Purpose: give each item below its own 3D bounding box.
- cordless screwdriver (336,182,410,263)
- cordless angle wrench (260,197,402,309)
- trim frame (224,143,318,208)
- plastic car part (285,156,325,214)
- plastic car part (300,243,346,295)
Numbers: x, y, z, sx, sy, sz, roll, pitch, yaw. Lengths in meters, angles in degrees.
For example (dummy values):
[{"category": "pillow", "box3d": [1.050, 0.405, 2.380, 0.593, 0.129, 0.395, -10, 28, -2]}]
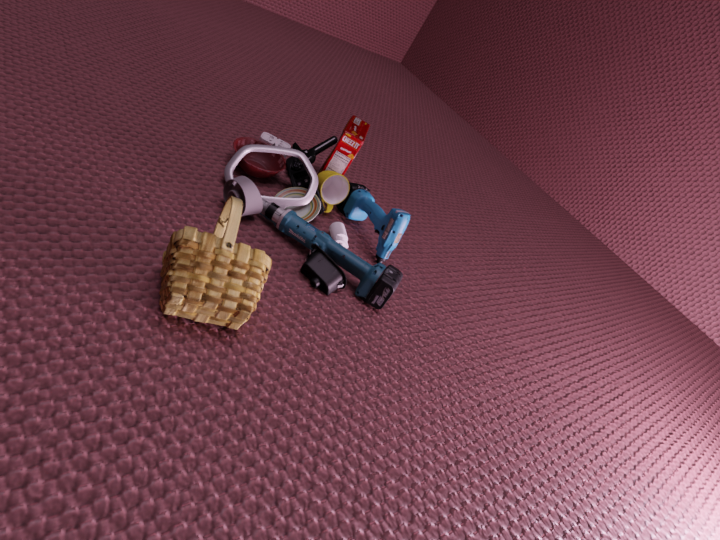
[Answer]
[{"category": "cordless screwdriver", "box3d": [0.023, -0.140, 1.199, 0.071, 0.158, 0.263, 5, 28, -41]}, {"category": "cordless angle wrench", "box3d": [-0.101, -0.066, 1.029, 0.431, 0.097, 0.073, 34, 37, 9]}, {"category": "trim frame", "box3d": [-0.234, -0.247, 1.117, 0.243, 0.027, 0.187, 3, 72, -13]}, {"category": "plastic car part", "box3d": [-0.153, -0.235, 1.190, 0.208, 0.067, 0.064, 69, 14, 17]}, {"category": "plastic car part", "box3d": [-0.093, 0.008, 0.974, 0.119, 0.066, 0.069, 45, 51, 12]}]
